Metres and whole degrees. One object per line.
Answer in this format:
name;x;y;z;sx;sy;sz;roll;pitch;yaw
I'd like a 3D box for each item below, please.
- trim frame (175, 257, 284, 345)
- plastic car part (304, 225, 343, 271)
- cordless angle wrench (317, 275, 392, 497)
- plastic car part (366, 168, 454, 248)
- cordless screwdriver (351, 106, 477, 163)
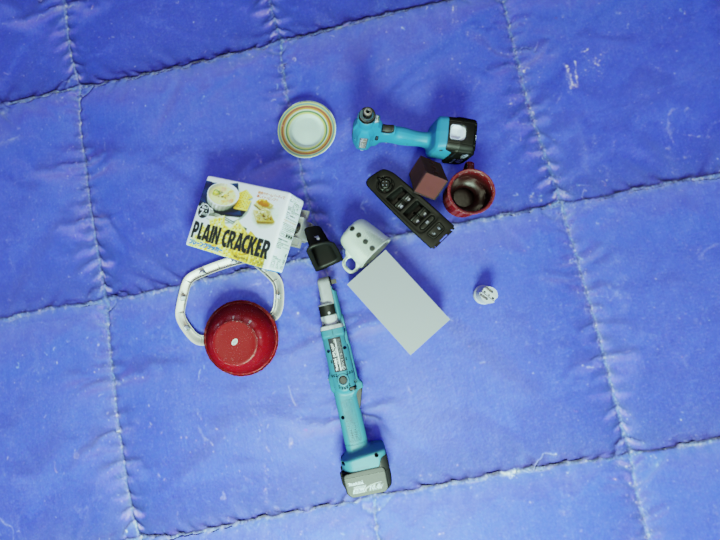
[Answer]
trim frame;-0.286;0.066;0.919;0.248;0.027;0.186;-18;84;0
plastic car part;-0.086;-0.056;0.881;0.066;0.112;0.074;-24;63;-1
cordless angle wrench;-0.032;0.221;0.864;0.098;0.073;0.428;-14;81;1
plastic car part;0.099;-0.134;0.888;0.066;0.065;0.207;-46;79;5
cordless screwdriver;0.108;-0.281;0.859;0.250;0.158;0.074;7;87;1
